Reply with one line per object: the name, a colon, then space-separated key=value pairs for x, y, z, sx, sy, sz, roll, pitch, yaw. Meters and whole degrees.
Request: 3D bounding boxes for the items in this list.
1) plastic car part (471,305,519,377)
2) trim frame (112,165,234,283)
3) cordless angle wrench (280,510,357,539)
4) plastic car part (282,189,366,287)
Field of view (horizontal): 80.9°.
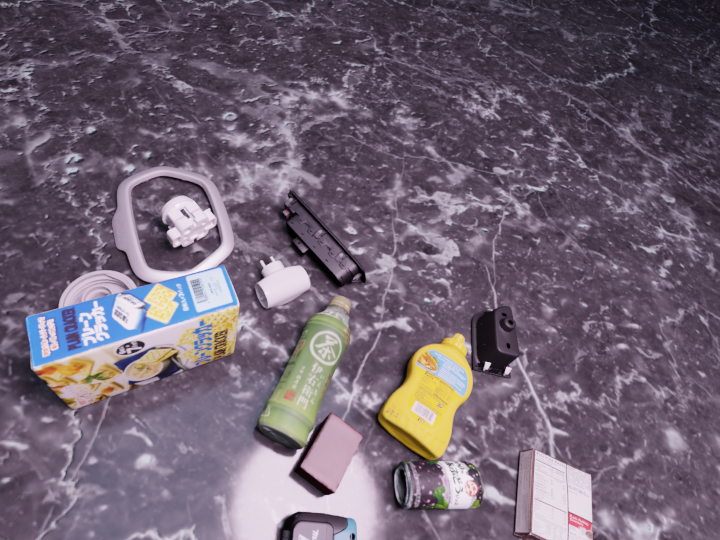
plastic car part: x=0.227 y=0.106 z=0.695 sx=0.065 sy=0.070 sz=0.119 roll=14 pitch=58 yaw=-10
trim frame: x=-0.316 y=-0.083 z=0.711 sx=0.179 sy=0.027 sz=0.258 roll=-15 pitch=63 yaw=-24
cordless angle wrench: x=0.115 y=0.365 z=0.494 sx=0.416 sy=0.074 sz=0.100 roll=13 pitch=55 yaw=-9
plastic car part: x=-0.071 y=-0.046 z=0.727 sx=0.209 sy=0.065 sz=0.066 roll=43 pitch=66 yaw=15
